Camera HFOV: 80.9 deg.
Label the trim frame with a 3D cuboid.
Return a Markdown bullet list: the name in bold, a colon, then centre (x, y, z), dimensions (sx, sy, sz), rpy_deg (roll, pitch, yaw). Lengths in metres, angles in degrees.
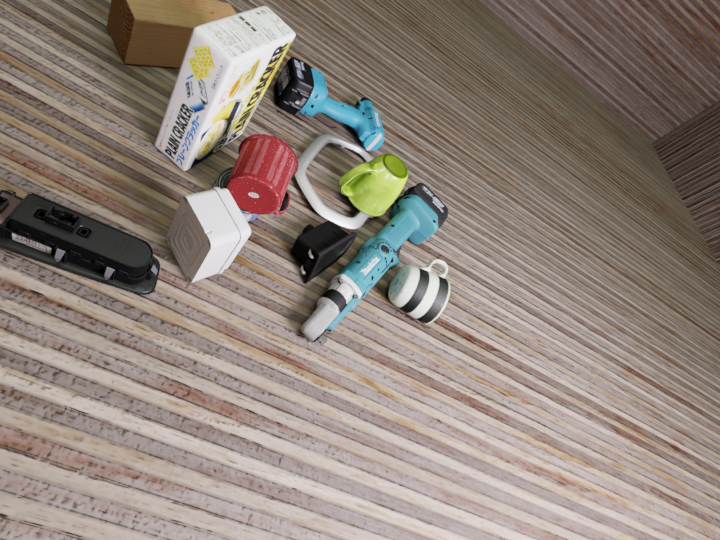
- **trim frame**: centre (-0.033, -0.177, 0.820), dimensions (0.181, 0.028, 0.250), rpy_deg (35, 44, -9)

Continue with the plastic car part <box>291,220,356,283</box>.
- **plastic car part**: centre (-0.067, -0.044, 0.681), dimensions (0.072, 0.066, 0.114), rpy_deg (37, 40, 10)

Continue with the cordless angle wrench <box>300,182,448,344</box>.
- **cordless angle wrench**: centre (0.028, -0.023, 0.724), dimensions (0.098, 0.075, 0.417), rpy_deg (45, 47, -2)

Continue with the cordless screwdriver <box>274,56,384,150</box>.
- **cordless screwdriver**: centre (-0.059, -0.363, 0.903), dimensions (0.237, 0.075, 0.165), rpy_deg (19, 46, -30)

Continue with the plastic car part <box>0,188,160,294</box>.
- **plastic car part**: centre (-0.325, -0.038, 0.487), dimensions (0.195, 0.068, 0.068), rpy_deg (28, 41, -21)
